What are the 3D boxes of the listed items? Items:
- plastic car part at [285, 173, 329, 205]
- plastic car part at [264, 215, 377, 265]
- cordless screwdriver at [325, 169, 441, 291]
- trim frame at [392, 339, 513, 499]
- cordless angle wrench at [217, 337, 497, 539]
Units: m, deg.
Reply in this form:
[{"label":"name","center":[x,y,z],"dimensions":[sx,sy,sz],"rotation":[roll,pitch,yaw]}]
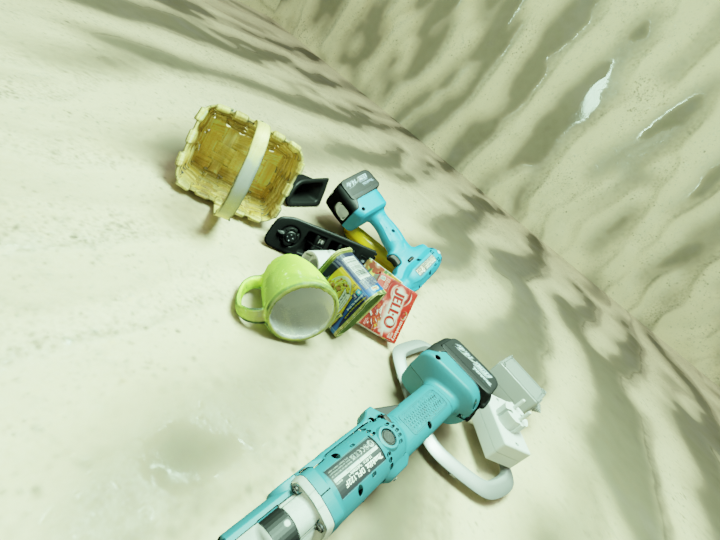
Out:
[{"label":"plastic car part","center":[-0.131,-0.173,0.873],"dimensions":[0.074,0.065,0.112],"rotation":[34,25,27]},{"label":"plastic car part","center":[-0.071,-0.046,0.726],"dimensions":[0.193,0.066,0.070],"rotation":[20,22,-32]},{"label":"cordless screwdriver","center":[0.032,-0.063,0.810],"dimensions":[0.251,0.075,0.156],"rotation":[49,55,4]},{"label":"trim frame","center":[0.129,0.200,0.612],"dimensions":[0.176,0.027,0.259],"rotation":[21,28,-28]},{"label":"cordless angle wrench","center":[0.015,0.181,0.433],"dimensions":[0.102,0.074,0.407],"rotation":[46,35,21]}]
